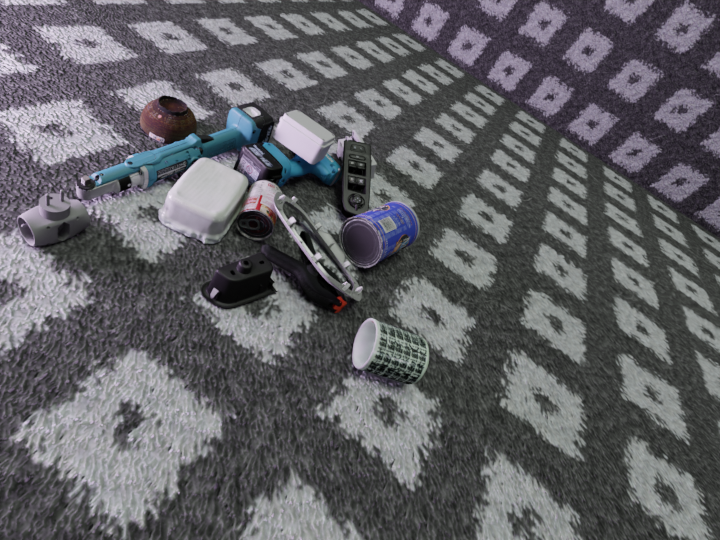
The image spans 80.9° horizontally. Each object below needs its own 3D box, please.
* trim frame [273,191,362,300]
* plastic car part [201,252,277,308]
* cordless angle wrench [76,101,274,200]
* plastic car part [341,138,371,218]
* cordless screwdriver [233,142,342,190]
[{"bbox_3d":[-0.074,-0.048,0.754,0.256,0.028,0.178,51,10,14],"label":"trim frame"},{"bbox_3d":[-0.181,0.009,0.656,0.068,0.071,0.112,48,39,18],"label":"plastic car part"},{"bbox_3d":[-0.330,-0.221,0.797,0.076,0.098,0.416,39,45,6],"label":"cordless angle wrench"},{"bbox_3d":[-0.017,-0.199,0.952,0.064,0.067,0.208,12,57,-21],"label":"plastic car part"},{"bbox_3d":[-0.166,-0.245,0.929,0.165,0.074,0.240,47,38,18],"label":"cordless screwdriver"}]
